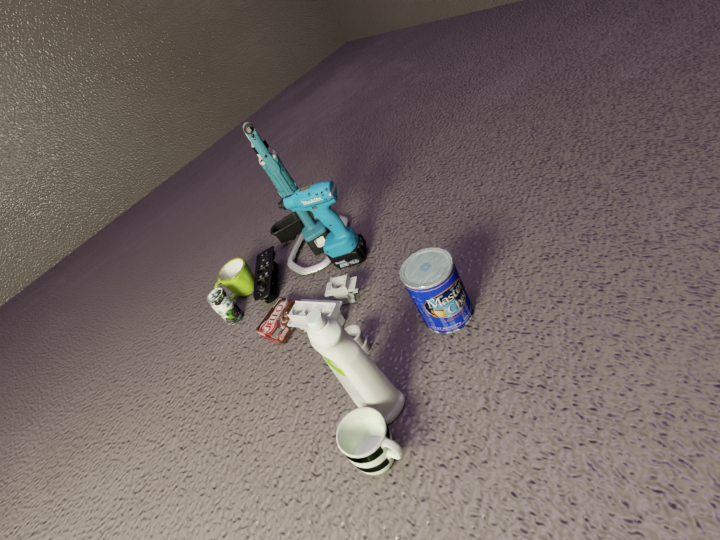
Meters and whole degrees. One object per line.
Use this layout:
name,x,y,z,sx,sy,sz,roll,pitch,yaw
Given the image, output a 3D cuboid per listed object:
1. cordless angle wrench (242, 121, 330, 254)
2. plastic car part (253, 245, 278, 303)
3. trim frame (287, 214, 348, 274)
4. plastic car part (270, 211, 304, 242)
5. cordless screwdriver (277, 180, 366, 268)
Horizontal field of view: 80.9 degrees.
cordless angle wrench,-0.198,-0.222,1.158,0.074,0.403,0.102,-30,34,2
plastic car part,-0.270,0.021,1.219,0.067,0.064,0.210,-23,37,13
trim frame,-0.123,-0.081,1.259,0.191,0.026,0.251,-8,43,30
plastic car part,-0.227,-0.133,1.363,0.116,0.067,0.069,-35,35,-3
cordless screwdriver,-0.095,-0.113,1.096,0.164,0.237,0.075,-12,38,27
